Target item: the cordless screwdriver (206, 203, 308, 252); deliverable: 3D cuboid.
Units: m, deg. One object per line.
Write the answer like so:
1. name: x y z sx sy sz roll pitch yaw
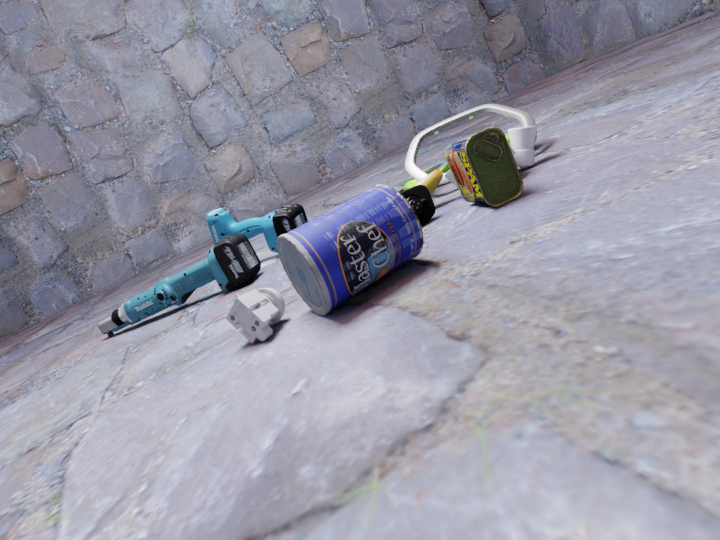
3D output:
1. cordless screwdriver: -0.239 -0.072 0.990 0.258 0.155 0.074 -1 24 25

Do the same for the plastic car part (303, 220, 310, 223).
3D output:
1. plastic car part: -0.075 -0.049 0.768 0.070 0.063 0.122 -48 26 -22

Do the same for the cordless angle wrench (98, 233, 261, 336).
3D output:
1. cordless angle wrench: -0.411 0.049 0.907 0.431 0.097 0.074 -24 9 18

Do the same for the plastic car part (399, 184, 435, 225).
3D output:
1. plastic car part: 0.025 -0.064 0.657 0.201 0.068 0.066 -29 -12 -8

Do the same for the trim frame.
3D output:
1. trim frame: 0.206 -0.243 0.817 0.251 0.026 0.192 -21 50 9
